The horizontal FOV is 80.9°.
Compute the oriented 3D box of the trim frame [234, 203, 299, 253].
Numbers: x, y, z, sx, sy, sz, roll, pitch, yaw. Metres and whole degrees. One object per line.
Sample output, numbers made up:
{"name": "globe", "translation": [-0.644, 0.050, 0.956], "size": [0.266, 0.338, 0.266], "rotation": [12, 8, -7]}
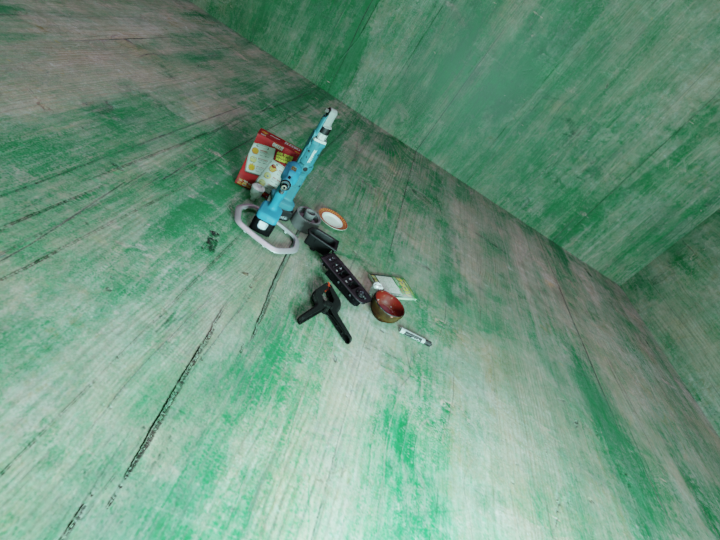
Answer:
{"name": "trim frame", "translation": [-0.305, -0.135, 1.379], "size": [0.250, 0.027, 0.183], "rotation": [35, 31, 2]}

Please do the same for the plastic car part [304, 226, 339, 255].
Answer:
{"name": "plastic car part", "translation": [-0.140, -0.091, 1.430], "size": [0.115, 0.071, 0.067], "rotation": [30, 31, -8]}

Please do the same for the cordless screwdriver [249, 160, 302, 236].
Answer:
{"name": "cordless screwdriver", "translation": [-0.263, -0.211, 1.307], "size": [0.073, 0.249, 0.162], "rotation": [29, 32, -14]}

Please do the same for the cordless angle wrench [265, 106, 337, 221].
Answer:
{"name": "cordless angle wrench", "translation": [-0.189, -0.347, 1.396], "size": [0.093, 0.424, 0.078], "rotation": [18, 36, -30]}

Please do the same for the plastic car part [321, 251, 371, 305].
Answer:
{"name": "plastic car part", "translation": [-0.053, 0.037, 1.336], "size": [0.210, 0.067, 0.064], "rotation": [45, 32, 18]}
